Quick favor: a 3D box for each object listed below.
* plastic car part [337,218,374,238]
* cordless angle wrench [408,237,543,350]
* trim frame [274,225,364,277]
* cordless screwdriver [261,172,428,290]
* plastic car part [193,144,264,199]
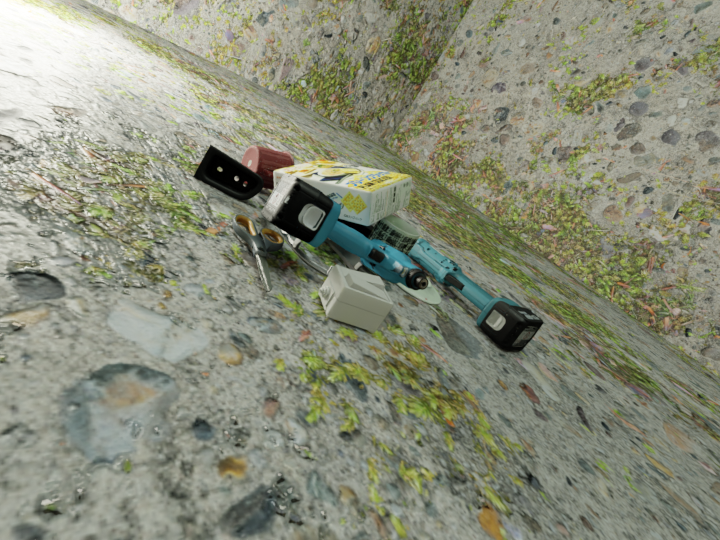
[{"bbox_3d":[-0.034,-0.103,0.893,0.208,0.066,0.065,32,27,13],"label":"plastic car part"},{"bbox_3d":[0.191,0.004,0.935,0.093,0.074,0.447,12,25,-43],"label":"cordless angle wrench"},{"bbox_3d":[-0.072,-0.047,0.734,0.174,0.027,0.263,20,20,-46],"label":"trim frame"},{"bbox_3d":[-0.018,-0.047,0.629,0.237,0.074,0.167,29,4,-31],"label":"cordless screwdriver"},{"bbox_3d":[-0.240,-0.175,0.789,0.113,0.066,0.073,29,6,-16],"label":"plastic car part"}]
